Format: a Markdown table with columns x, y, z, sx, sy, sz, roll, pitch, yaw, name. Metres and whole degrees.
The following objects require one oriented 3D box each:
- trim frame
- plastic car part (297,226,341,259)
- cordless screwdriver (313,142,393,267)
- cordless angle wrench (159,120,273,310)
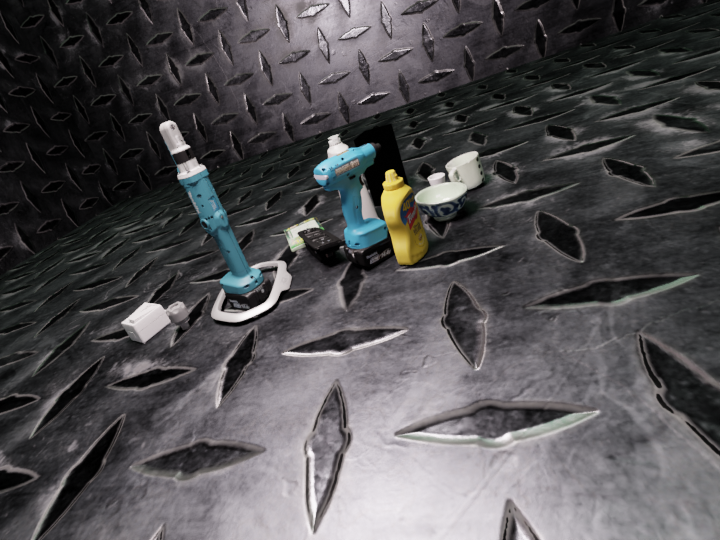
| x | y | z | sx | sy | sz | roll | pitch | yaw | name |
| --- | --- | --- | --- | --- | --- | --- | --- | --- | --- |
| -0.252 | 0.045 | 0.990 | 0.186 | 0.026 | 0.254 | -17 | 27 | 8 | trim frame |
| -0.102 | -0.067 | 1.048 | 0.065 | 0.065 | 0.212 | -26 | 27 | -13 | plastic car part |
| 0.009 | -0.141 | 0.909 | 0.156 | 0.240 | 0.078 | -31 | 25 | -23 | cordless screwdriver |
| -0.308 | -0.107 | 0.887 | 0.103 | 0.409 | 0.073 | 1 | 30 | 40 | cordless angle wrench |
